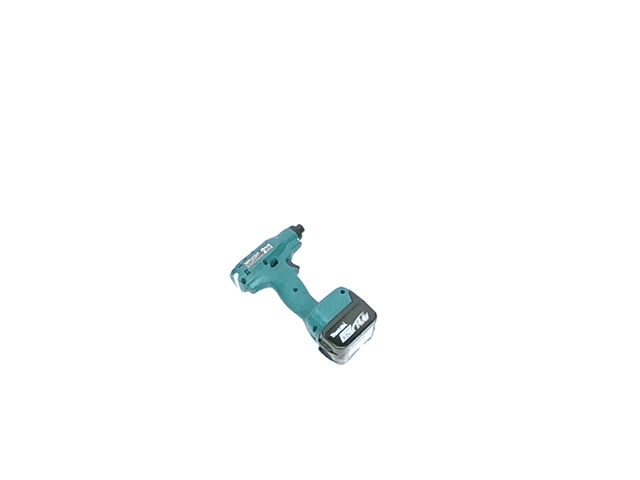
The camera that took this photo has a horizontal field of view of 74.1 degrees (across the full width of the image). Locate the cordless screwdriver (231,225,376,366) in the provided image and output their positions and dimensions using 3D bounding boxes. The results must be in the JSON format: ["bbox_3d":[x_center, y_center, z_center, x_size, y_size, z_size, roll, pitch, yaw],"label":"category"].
[{"bbox_3d":[-0.013,0.078,0.711,0.249,0.158,0.074,35,-28,24],"label":"cordless screwdriver"}]
